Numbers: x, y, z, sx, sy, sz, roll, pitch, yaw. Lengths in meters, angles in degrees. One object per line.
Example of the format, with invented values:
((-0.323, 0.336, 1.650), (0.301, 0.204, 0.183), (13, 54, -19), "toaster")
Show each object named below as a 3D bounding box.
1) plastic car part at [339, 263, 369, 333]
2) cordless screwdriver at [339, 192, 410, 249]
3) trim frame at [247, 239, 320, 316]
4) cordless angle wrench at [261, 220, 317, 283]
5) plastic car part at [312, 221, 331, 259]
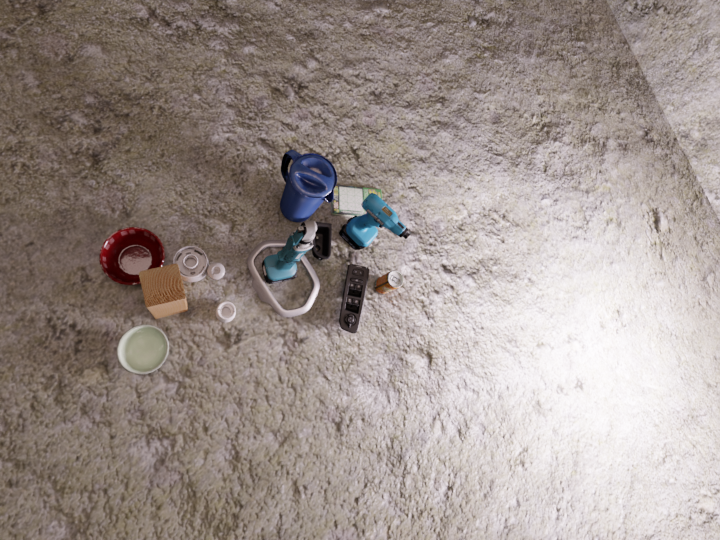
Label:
((-0.027, 0.086, 1.270), (0.065, 0.068, 0.206), (14, 70, -14), "plastic car part")
((0.039, -0.123, 1.255), (0.159, 0.251, 0.074), (44, 67, -4), "cordless screwdriver")
((-0.229, 0.019, 1.256), (0.181, 0.028, 0.251), (-32, 84, -22), "trim frame")
((-0.174, -0.047, 1.076), (0.095, 0.428, 0.075), (-11, 81, -22), "cordless angle wrench")
((-0.126, -0.083, 1.293), (0.064, 0.071, 0.118), (4, 73, -17), "plastic car part")
